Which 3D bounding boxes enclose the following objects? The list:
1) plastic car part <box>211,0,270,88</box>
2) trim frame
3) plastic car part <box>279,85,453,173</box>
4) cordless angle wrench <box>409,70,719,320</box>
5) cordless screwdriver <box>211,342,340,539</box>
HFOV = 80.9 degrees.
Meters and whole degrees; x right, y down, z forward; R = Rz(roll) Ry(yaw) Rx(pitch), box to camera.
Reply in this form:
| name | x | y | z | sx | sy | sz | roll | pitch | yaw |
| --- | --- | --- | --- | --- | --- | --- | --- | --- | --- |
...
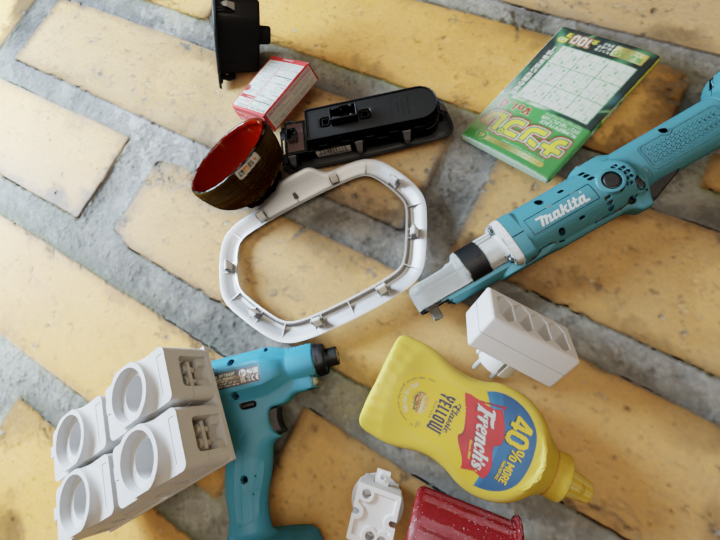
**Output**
| name | x | y | z | sx | sy | sz | roll | pitch | yaw |
| --- | --- | --- | --- | --- | --- | --- | --- | --- | --- |
| plastic car part | -0.148 | -0.290 | 0.529 | 0.069 | 0.117 | 0.067 | -2 | 75 | -17 |
| trim frame | -0.046 | -0.030 | 0.466 | 0.250 | 0.026 | 0.191 | -27 | 65 | 5 |
| plastic car part | 0.002 | -0.170 | 0.486 | 0.205 | 0.065 | 0.068 | -7 | 68 | 6 |
| cordless angle wrench | 0.235 | -0.076 | 0.408 | 0.424 | 0.072 | 0.101 | -30 | 72 | 4 |
| cordless screwdriver | -0.074 | 0.197 | 0.393 | 0.160 | 0.071 | 0.256 | -17 | 69 | 6 |
